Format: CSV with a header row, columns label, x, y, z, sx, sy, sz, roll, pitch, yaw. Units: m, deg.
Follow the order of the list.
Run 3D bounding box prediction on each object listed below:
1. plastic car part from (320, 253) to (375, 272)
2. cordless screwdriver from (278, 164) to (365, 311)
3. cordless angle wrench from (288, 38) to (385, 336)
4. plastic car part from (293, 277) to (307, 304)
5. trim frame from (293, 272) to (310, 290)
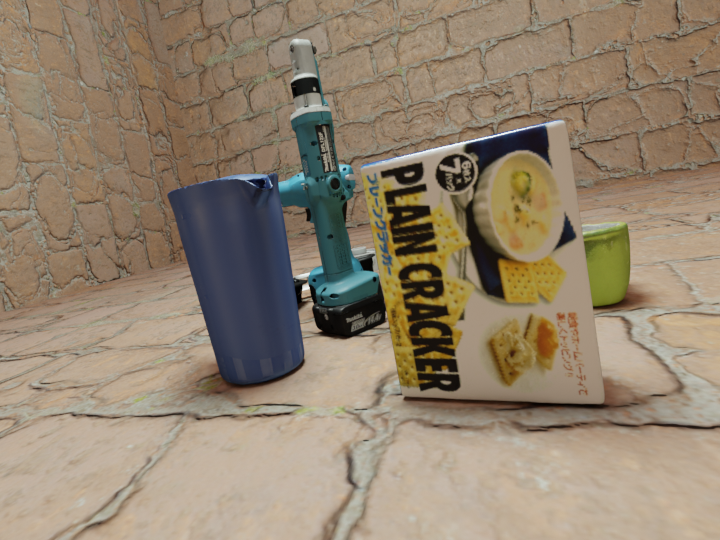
label,x,y,z,sx,sy,sz,roll,pitch,yaw
plastic car part,-0.020,0.011,0.865,0.117,0.070,0.066,-11,7,2
cordless screwdriver,-0.071,-0.047,0.729,0.163,0.247,0.073,-9,6,17
cordless angle wrench,-0.051,-0.120,0.615,0.094,0.420,0.078,-15,6,-36
plastic car part,-0.154,0.052,0.789,0.068,0.066,0.199,-8,9,18
trim frame,-0.125,0.029,1.012,0.187,0.027,0.247,-10,10,10
